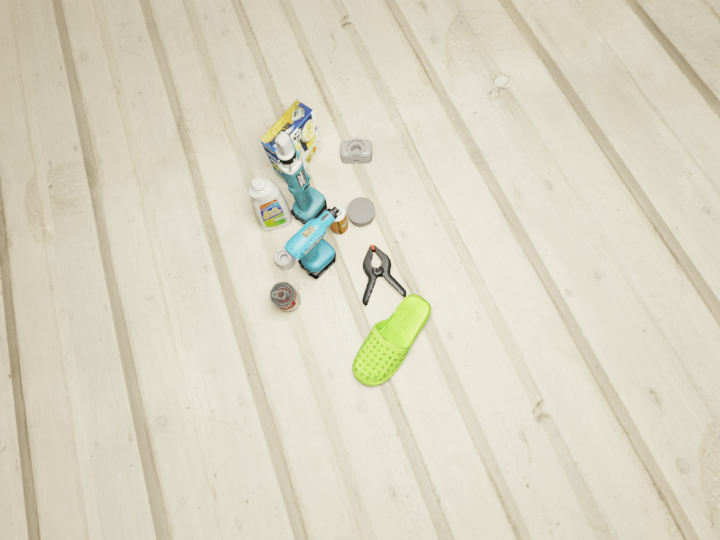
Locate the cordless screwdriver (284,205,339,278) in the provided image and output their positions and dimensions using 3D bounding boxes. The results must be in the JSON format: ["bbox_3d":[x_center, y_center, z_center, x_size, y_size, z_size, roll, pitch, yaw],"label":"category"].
[{"bbox_3d":[-0.108,-0.071,1.105,0.076,0.243,0.159,43,82,12],"label":"cordless screwdriver"}]

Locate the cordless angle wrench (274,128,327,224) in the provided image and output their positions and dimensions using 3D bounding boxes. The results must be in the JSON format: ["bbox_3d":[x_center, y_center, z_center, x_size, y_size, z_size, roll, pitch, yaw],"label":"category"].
[{"bbox_3d":[-0.157,-0.224,1.069,0.076,0.413,0.098,35,80,10],"label":"cordless angle wrench"}]
